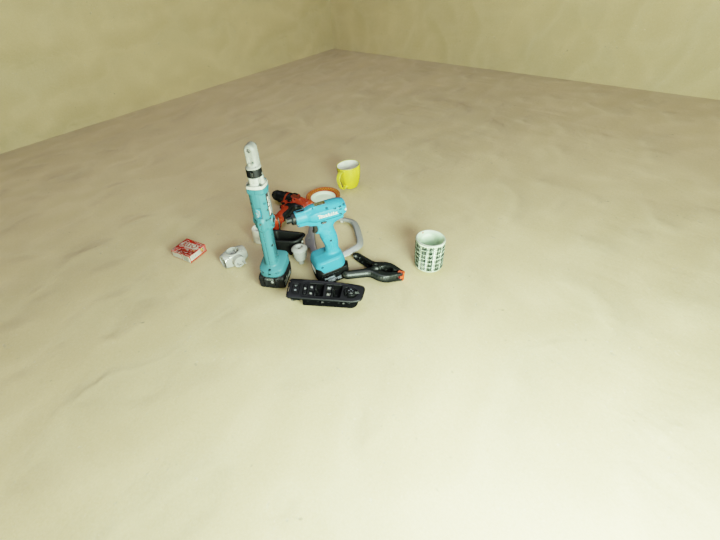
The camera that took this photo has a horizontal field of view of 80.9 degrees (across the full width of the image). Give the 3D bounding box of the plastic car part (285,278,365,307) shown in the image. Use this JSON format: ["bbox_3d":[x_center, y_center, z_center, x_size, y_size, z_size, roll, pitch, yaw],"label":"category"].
[{"bbox_3d":[-0.090,0.068,1.111,0.206,0.065,0.068,1,39,9],"label":"plastic car part"}]

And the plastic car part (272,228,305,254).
[{"bbox_3d":[-0.226,-0.082,1.312,0.120,0.068,0.066,8,40,17],"label":"plastic car part"}]

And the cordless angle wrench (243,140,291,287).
[{"bbox_3d":[-0.252,-0.135,1.111,0.076,0.408,0.100,3,38,8],"label":"cordless angle wrench"}]

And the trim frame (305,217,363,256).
[{"bbox_3d":[-0.088,-0.107,1.357,0.184,0.026,0.258,-9,39,-3],"label":"trim frame"}]

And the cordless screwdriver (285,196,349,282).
[{"bbox_3d":[-0.112,-0.073,1.148,0.156,0.240,0.078,-16,40,-15],"label":"cordless screwdriver"}]
